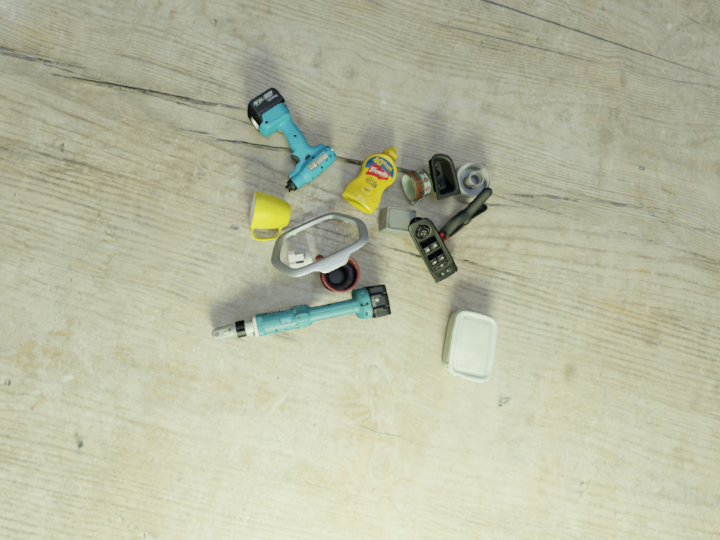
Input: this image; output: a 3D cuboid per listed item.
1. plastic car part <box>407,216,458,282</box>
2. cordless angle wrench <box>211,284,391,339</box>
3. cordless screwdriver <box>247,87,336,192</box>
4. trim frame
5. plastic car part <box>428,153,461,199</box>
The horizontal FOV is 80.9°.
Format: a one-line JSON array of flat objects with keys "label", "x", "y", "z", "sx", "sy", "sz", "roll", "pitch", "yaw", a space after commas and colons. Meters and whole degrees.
[{"label": "plastic car part", "x": 0.176, "y": -0.063, "z": 1.061, "sx": 0.067, "sy": 0.070, "sz": 0.193, "roll": -27, "pitch": 127, "yaw": 12}, {"label": "cordless angle wrench", "x": -0.143, "y": 0.110, "z": 1.010, "sx": 0.419, "sy": 0.098, "sz": 0.075, "roll": -11, "pitch": 88, "yaw": -6}, {"label": "cordless screwdriver", "x": -0.197, "y": -0.331, "z": 1.086, "sx": 0.158, "sy": 0.075, "sz": 0.248, "roll": -43, "pitch": 92, "yaw": -12}, {"label": "trim frame", "x": -0.100, "y": -0.066, "z": 1.025, "sx": 0.245, "sy": 0.026, "sz": 0.194, "roll": -26, "pitch": 45, "yaw": -13}, {"label": "plastic car part", "x": 0.212, "y": -0.252, "z": 1.124, "sx": 0.065, "sy": 0.072, "sz": 0.115, "roll": -16, "pitch": 99, "yaw": -7}]
